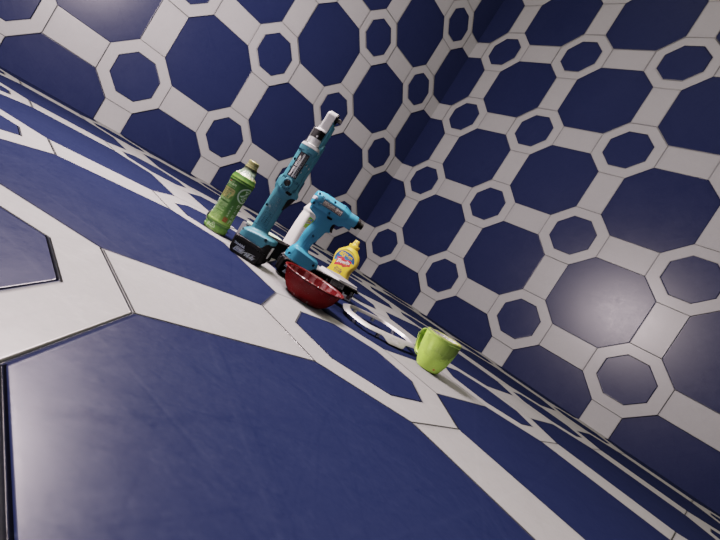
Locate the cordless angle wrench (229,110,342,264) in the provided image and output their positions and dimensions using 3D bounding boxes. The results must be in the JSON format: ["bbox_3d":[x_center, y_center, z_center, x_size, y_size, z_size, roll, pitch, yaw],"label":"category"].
[{"bbox_3d":[-0.177,-0.211,1.052,0.099,0.423,0.074,32,2,3],"label":"cordless angle wrench"}]

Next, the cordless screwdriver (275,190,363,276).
[{"bbox_3d":[-0.112,-0.073,1.142,0.155,0.248,0.076,31,2,-15],"label":"cordless screwdriver"}]

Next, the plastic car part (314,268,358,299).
[{"bbox_3d":[-0.106,0.033,1.226,0.206,0.067,0.065,32,2,6],"label":"plastic car part"}]

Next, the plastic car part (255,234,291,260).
[{"bbox_3d":[-0.260,-0.064,1.212,0.110,0.071,0.069,30,3,-35],"label":"plastic car part"}]

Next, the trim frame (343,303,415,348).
[{"bbox_3d":[0.049,0.156,1.163,0.236,0.027,0.194,30,3,-34],"label":"trim frame"}]
